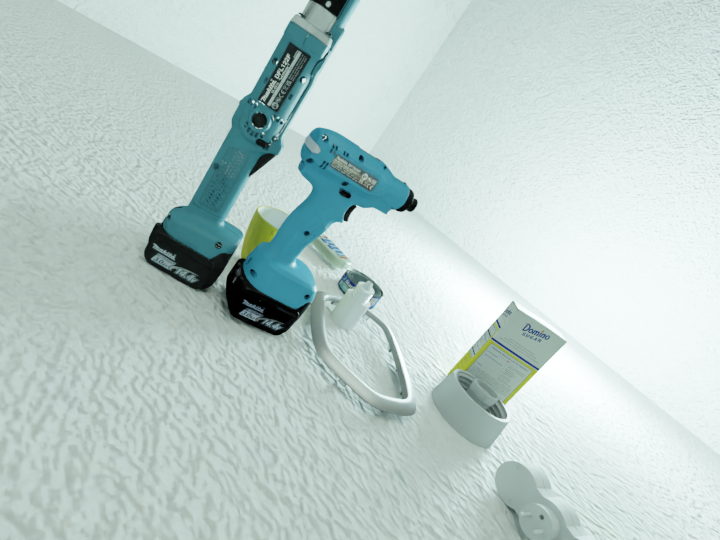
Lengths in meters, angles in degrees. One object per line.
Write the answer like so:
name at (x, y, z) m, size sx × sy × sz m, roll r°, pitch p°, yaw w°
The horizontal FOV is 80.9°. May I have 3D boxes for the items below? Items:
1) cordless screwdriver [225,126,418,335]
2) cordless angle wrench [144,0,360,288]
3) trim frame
cordless screwdriver at (-0.051, -0.033, 0.521) m, size 0.152 × 0.249 × 0.078 m, roll 27°, pitch 19°, yaw -28°
cordless angle wrench at (-0.110, -0.169, 0.481) m, size 0.096 × 0.423 × 0.076 m, roll 33°, pitch 17°, yaw -11°
trim frame at (0.003, 0.110, 0.614) m, size 0.179 × 0.027 × 0.256 m, roll 29°, pitch 17°, yaw -18°
